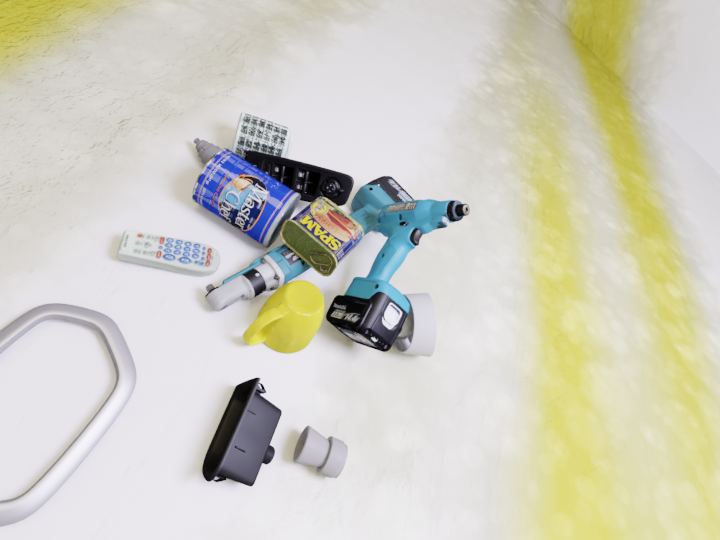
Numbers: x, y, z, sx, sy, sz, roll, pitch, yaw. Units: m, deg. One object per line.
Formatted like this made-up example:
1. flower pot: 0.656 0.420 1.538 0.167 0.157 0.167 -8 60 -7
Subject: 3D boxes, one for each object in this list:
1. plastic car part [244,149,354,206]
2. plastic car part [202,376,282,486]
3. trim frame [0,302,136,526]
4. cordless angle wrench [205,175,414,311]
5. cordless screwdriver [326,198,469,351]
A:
1. plastic car part: -0.107 -0.158 0.747 0.210 0.066 0.065 16 10 18
2. plastic car part: -0.133 0.199 0.503 0.068 0.067 0.118 32 50 -21
3. trim frame: -0.365 0.142 0.458 0.184 0.027 0.249 30 50 -2
4. cordless angle wrench: -0.069 -0.045 0.707 0.413 0.074 0.100 -34 76 -36
5. cordless screwdriver: 0.060 -0.006 0.635 0.071 0.167 0.250 41 63 -33
